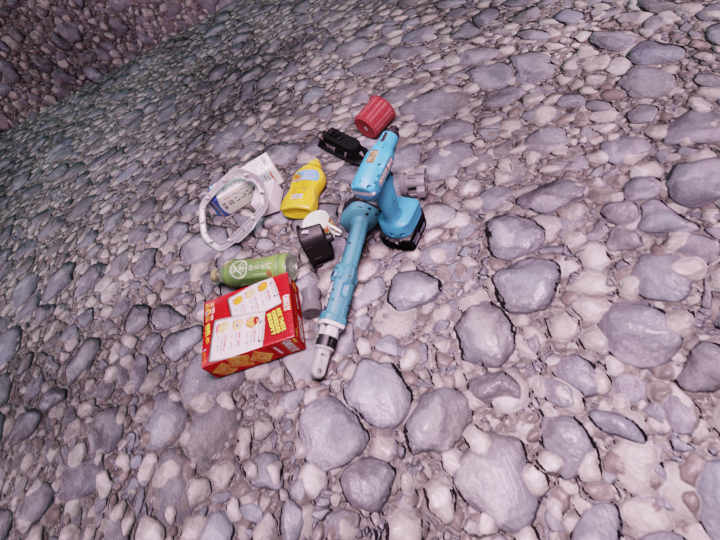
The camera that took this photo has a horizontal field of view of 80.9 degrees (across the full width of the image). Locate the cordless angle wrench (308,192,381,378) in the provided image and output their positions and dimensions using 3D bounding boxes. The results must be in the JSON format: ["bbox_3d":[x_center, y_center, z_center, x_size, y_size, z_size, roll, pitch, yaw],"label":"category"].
[{"bbox_3d":[-0.035,0.016,0.886,0.099,0.072,0.428,-38,33,59],"label":"cordless angle wrench"}]

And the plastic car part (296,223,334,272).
[{"bbox_3d":[-0.093,-0.061,0.952,0.071,0.111,0.069,-17,50,4],"label":"plastic car part"}]

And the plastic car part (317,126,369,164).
[{"bbox_3d":[-0.051,-0.359,1.190,0.066,0.064,0.215,-38,51,-14],"label":"plastic car part"}]

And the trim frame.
[{"bbox_3d":[-0.351,-0.164,1.143,0.251,0.026,0.189,-38,74,18],"label":"trim frame"}]

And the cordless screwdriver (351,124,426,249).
[{"bbox_3d":[0.069,-0.159,0.858,0.078,0.235,0.160,13,67,31],"label":"cordless screwdriver"}]
